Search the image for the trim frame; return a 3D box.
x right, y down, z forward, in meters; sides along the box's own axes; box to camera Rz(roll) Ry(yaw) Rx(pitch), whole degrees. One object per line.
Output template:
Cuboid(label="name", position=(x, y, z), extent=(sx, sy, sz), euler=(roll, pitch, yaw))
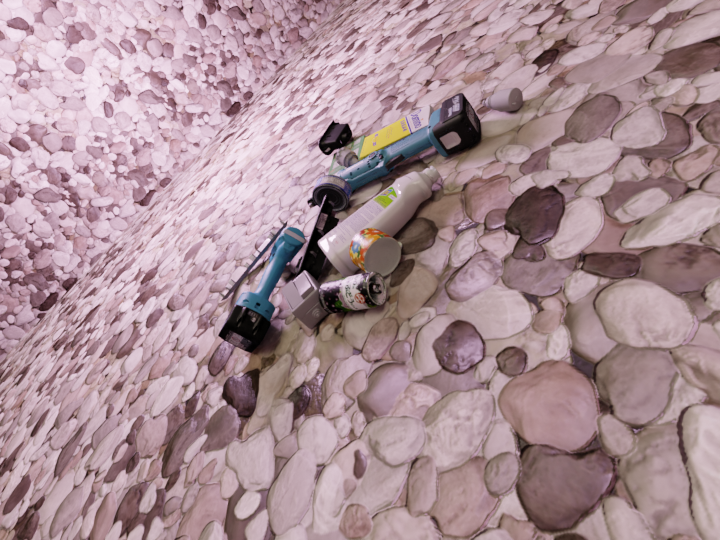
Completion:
Cuboid(label="trim frame", position=(-0.246, -0.023, 0.964), extent=(0.249, 0.027, 0.186), euler=(-49, 10, 16))

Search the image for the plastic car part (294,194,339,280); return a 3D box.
Cuboid(label="plastic car part", position=(-0.084, -0.055, 0.856), extent=(0.066, 0.066, 0.205), euler=(-51, 15, 53))

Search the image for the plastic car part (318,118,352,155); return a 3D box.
Cuboid(label="plastic car part", position=(-0.061, -0.368, 1.174), extent=(0.074, 0.063, 0.117), euler=(-5, 43, 32))

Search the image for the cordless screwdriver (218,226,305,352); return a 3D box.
Cuboid(label="cordless screwdriver", position=(-0.195, 0.039, 0.852), extent=(0.161, 0.073, 0.251), euler=(-41, 23, 56))

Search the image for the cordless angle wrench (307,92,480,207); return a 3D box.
Cuboid(label="cordless angle wrench", position=(0.042, -0.231, 0.917), extent=(0.437, 0.071, 0.099), euler=(-20, 39, 36))
